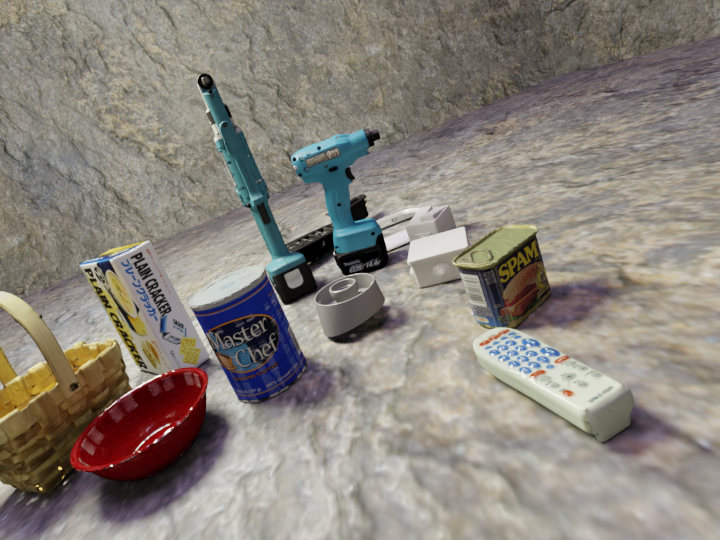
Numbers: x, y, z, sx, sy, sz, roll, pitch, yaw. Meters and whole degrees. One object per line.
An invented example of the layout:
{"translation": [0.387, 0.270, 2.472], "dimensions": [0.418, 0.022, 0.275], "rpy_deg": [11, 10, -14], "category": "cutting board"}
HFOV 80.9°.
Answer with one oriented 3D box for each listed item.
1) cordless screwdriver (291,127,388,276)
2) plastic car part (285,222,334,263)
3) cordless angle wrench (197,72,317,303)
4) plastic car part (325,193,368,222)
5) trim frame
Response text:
{"translation": [-0.008, -0.123, 0.767], "dimensions": [0.161, 0.243, 0.075], "rpy_deg": [-20, 15, 7], "category": "cordless screwdriver"}
{"translation": [-0.094, -0.062, 0.963], "dimensions": [0.199, 0.065, 0.069], "rpy_deg": [-36, 22, -35], "category": "plastic car part"}
{"translation": [-0.195, -0.144, 0.767], "dimensions": [0.073, 0.413, 0.101], "rpy_deg": [-25, 15, -13], "category": "cordless angle wrench"}
{"translation": [-0.019, -0.144, 1.092], "dimensions": [0.114, 0.069, 0.069], "rpy_deg": [-32, 20, -27], "category": "plastic car part"}
{"translation": [0.057, -0.083, 0.914], "dimensions": [0.248, 0.027, 0.189], "rpy_deg": [-23, 19, -1], "category": "trim frame"}
